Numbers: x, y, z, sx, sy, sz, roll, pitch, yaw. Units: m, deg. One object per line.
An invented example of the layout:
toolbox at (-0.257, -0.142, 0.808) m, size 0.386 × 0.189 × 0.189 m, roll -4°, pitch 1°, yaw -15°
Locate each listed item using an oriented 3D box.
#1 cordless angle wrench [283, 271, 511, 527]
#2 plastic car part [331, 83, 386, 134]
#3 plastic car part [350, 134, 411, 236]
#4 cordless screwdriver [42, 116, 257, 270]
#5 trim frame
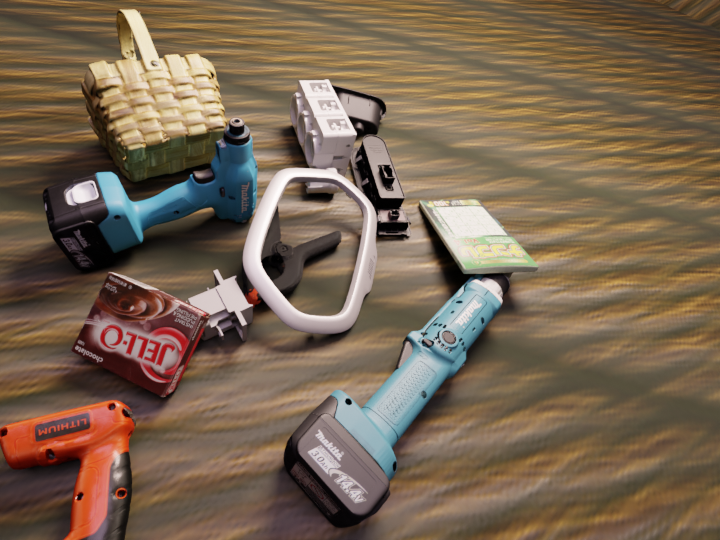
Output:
cordless angle wrench at (0.090, 0.091, 0.498) m, size 0.101 × 0.073 × 0.415 m, roll 39°, pitch 53°, yaw 16°
plastic car part at (-0.009, -0.285, 0.782) m, size 0.115 × 0.066 × 0.072 m, roll 13°, pitch 66°, yaw -7°
plastic car part at (0.029, -0.147, 0.678) m, size 0.065 × 0.065 × 0.211 m, roll -7°, pitch 52°, yaw -11°
cordless screwdriver at (-0.244, -0.099, 0.519) m, size 0.242 × 0.156 × 0.078 m, roll -20°, pitch 62°, yaw -24°
trim frame at (-0.054, -0.035, 0.555) m, size 0.179 × 0.028 × 0.253 m, roll 23°, pitch 54°, yaw -17°
